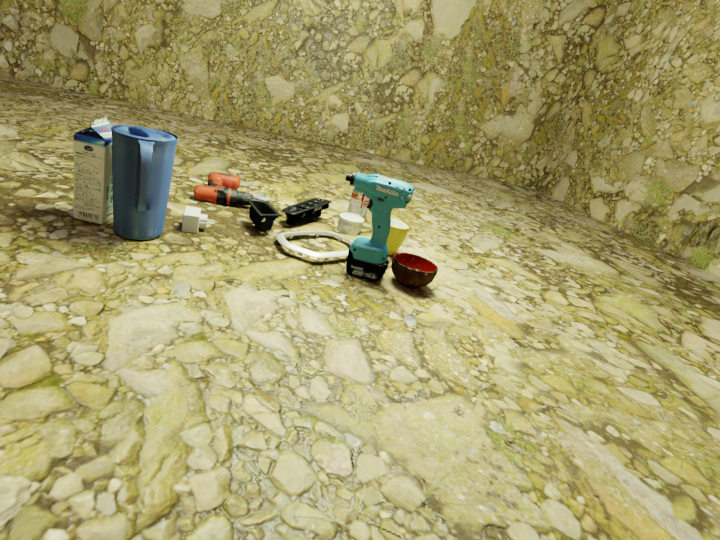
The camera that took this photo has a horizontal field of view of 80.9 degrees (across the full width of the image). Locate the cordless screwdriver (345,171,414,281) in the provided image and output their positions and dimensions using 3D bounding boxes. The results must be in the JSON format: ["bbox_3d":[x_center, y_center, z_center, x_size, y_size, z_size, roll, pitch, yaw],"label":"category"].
[{"bbox_3d":[0.017,-0.108,1.013,0.163,0.245,0.073,20,22,11],"label":"cordless screwdriver"}]

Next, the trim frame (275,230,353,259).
[{"bbox_3d":[-0.112,-0.073,1.142,0.238,0.027,0.195,-11,33,-44],"label":"trim frame"}]

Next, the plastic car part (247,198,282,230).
[{"bbox_3d":[-0.275,-0.147,1.169,0.063,0.070,0.123,-3,28,-36],"label":"plastic car part"}]

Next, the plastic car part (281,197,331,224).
[{"bbox_3d":[-0.172,-0.182,1.308,0.069,0.066,0.197,24,25,22],"label":"plastic car part"}]
